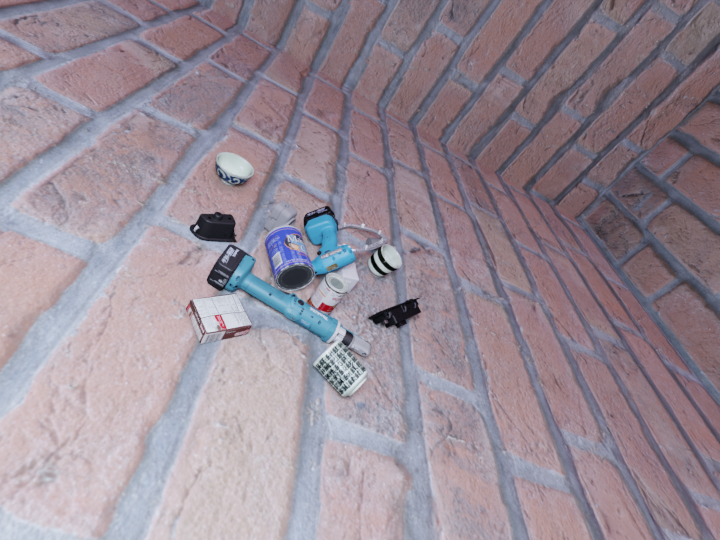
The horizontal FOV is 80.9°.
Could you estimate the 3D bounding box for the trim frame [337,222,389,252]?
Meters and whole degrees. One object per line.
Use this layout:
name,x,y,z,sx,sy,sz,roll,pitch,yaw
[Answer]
trim frame,-0.012,-0.109,1.357,0.193,0.027,0.240,28,28,27

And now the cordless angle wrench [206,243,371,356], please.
cordless angle wrench,-0.154,0.089,0.997,0.417,0.074,0.099,32,33,-7

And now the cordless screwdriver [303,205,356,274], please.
cordless screwdriver,-0.118,-0.077,1.205,0.260,0.160,0.071,-112,177,-51

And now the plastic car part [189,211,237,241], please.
plastic car part,-0.366,-0.117,1.077,0.111,0.071,0.069,1,45,-44

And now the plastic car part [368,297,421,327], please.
plastic car part,0.113,0.119,1.189,0.195,0.067,0.069,-19,71,-51
